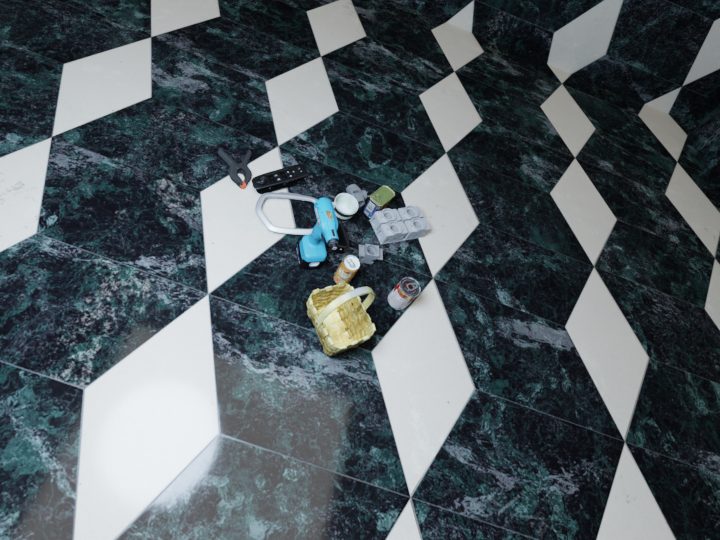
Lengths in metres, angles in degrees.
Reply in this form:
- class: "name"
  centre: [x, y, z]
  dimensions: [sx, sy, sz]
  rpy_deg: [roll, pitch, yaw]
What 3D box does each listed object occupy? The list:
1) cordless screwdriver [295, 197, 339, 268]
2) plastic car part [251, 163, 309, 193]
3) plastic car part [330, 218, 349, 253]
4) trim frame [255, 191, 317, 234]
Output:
- class: "cordless screwdriver"
  centre: [-0.122, -0.080, 1.245]
  dimensions: [0.072, 0.248, 0.165]
  rpy_deg: [-3, 61, -23]
- class: "plastic car part"
  centre: [-0.283, -0.312, 1.460]
  dimensions: [0.197, 0.067, 0.069]
  rpy_deg: [-20, 68, -28]
- class: "plastic car part"
  centre: [-0.083, -0.104, 1.382]
  dimensions: [0.064, 0.070, 0.121]
  rpy_deg: [-7, 61, -24]
- class: "trim frame"
  centre: [-0.231, -0.196, 1.424]
  dimensions: [0.242, 0.027, 0.190]
  rpy_deg: [1, 58, -17]
